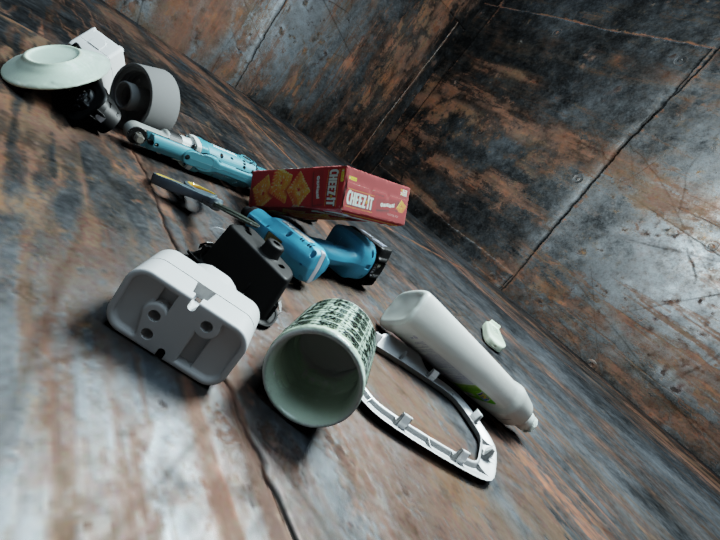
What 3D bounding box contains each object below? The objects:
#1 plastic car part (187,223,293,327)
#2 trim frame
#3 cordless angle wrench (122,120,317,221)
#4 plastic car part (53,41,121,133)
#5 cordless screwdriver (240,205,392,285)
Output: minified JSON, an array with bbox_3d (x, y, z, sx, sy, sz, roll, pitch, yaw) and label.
[{"bbox_3d":[-0.112,-0.006,0.442,0.121,0.071,0.063,40,15,21],"label":"plastic car part"},{"bbox_3d":[0.062,0.138,0.490,0.244,0.027,0.188,32,14,-11],"label":"trim frame"},{"bbox_3d":[-0.213,-0.175,0.750,0.103,0.074,0.401,46,19,31],"label":"cordless angle wrench"},{"bbox_3d":[-0.389,-0.250,0.598,0.214,0.066,0.064,46,-9,37],"label":"plastic car part"},{"bbox_3d":[-0.066,-0.043,0.670,0.167,0.074,0.237,37,17,28],"label":"cordless screwdriver"}]
